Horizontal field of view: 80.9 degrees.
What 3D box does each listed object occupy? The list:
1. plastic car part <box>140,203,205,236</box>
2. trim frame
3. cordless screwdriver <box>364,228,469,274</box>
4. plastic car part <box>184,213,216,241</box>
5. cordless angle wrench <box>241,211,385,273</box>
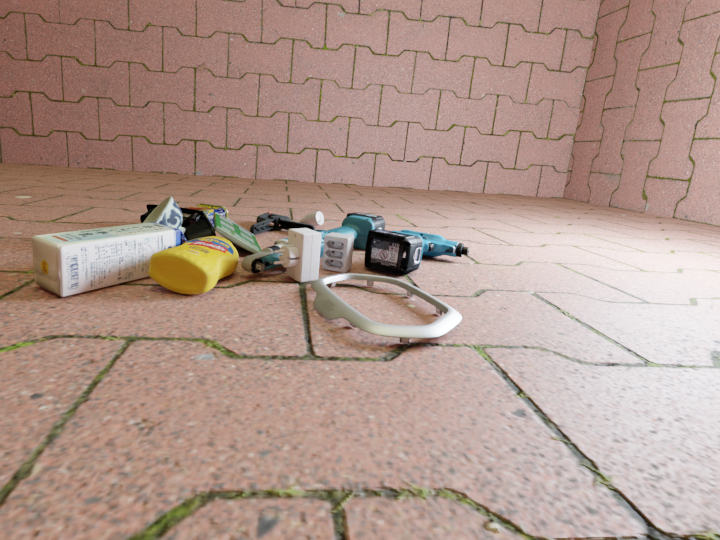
[{"bbox_3d":[-0.450,-0.112,1.003,0.213,0.064,0.066,15,43,30],"label":"plastic car part"},{"bbox_3d":[0.026,0.046,0.606,0.177,0.027,0.261,-3,18,-26],"label":"trim frame"},{"bbox_3d":[0.120,-0.044,0.869,0.166,0.073,0.240,12,13,26],"label":"cordless screwdriver"},{"bbox_3d":[-0.337,-0.067,0.874,0.069,0.064,0.122,-17,25,-18],"label":"plastic car part"},{"bbox_3d":[-0.085,-0.055,0.868,0.103,0.073,0.409,12,20,29],"label":"cordless angle wrench"}]
